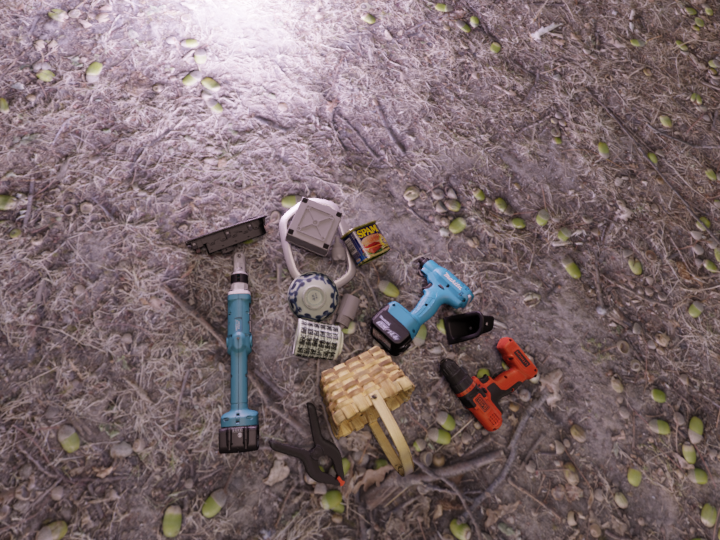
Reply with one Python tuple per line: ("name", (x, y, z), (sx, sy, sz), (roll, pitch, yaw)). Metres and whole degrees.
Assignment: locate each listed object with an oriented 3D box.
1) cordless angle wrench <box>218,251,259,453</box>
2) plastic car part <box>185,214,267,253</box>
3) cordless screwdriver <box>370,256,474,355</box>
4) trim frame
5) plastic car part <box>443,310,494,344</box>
("cordless angle wrench", (-0.261, 0.157, 0.913), (0.073, 0.097, 0.434), (-3, 68, -9))
("plastic car part", (-0.308, -0.081, 1.006), (0.200, 0.067, 0.067), (-26, 88, -16))
("cordless screwdriver", (0.126, 0.074, 1.000), (0.245, 0.072, 0.167), (-34, 59, -18))
("trim frame", (-0.103, -0.067, 1.049), (0.181, 0.027, 0.255), (-13, 71, -11))
("plastic car part", (0.264, 0.131, 0.990), (0.068, 0.119, 0.067), (4, 70, -35))
